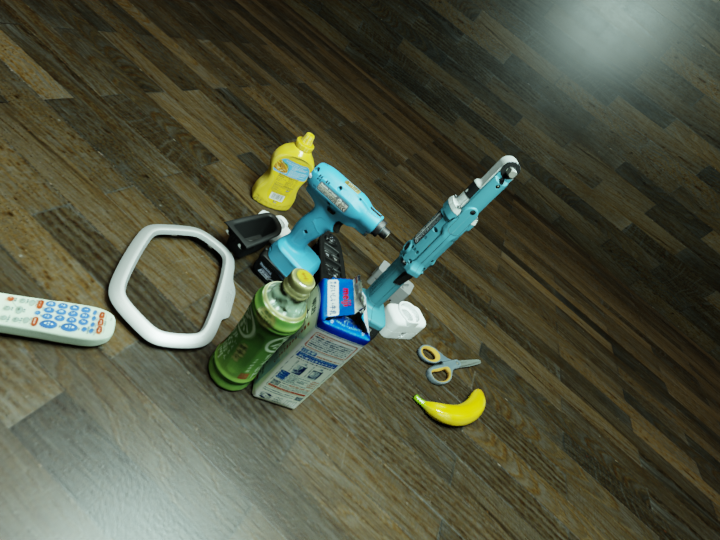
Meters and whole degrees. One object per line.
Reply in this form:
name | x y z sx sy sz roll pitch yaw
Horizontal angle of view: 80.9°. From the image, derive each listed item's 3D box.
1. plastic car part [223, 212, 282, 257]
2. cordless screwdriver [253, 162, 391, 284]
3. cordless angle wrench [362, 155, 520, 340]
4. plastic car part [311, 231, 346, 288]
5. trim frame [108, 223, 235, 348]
plastic car part | -0.204 -0.060 0.793 0.068 0.071 0.113 48 34 11
cordless screwdriver | -0.072 -0.047 0.738 0.161 0.250 0.073 44 33 4
cordless angle wrench | 0.098 -0.026 0.713 0.072 0.425 0.100 31 35 -17
plastic car part | -0.069 -0.009 0.863 0.064 0.067 0.210 24 35 -23
trim frame | -0.282 0.015 0.666 0.177 0.028 0.257 23 36 -21
